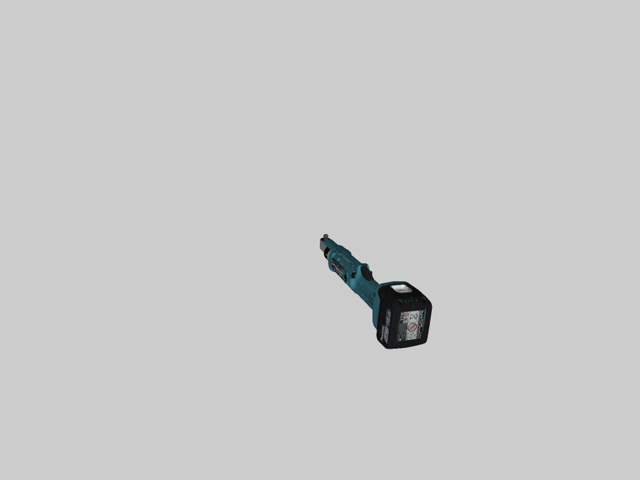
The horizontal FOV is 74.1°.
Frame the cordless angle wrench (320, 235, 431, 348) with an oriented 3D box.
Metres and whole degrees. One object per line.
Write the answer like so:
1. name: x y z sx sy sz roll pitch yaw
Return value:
1. cordless angle wrench: 0.076 0.074 0.868 0.074 0.098 0.422 -3 19 -19
